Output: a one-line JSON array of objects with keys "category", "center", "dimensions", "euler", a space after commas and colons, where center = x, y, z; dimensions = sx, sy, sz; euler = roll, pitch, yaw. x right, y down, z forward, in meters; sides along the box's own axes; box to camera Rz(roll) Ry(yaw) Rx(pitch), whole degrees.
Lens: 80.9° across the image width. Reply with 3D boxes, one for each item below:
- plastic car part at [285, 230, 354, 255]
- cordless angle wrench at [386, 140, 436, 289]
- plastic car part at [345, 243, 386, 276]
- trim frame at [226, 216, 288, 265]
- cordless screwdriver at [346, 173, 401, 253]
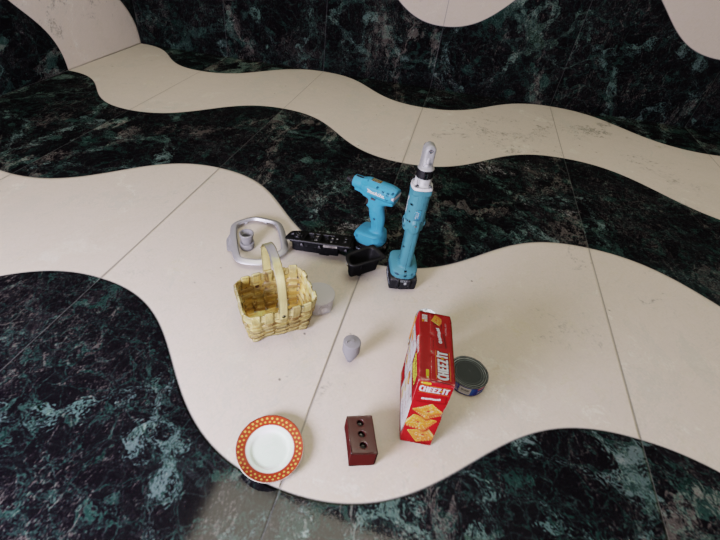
[{"category": "plastic car part", "center": [-0.124, -0.081, 1.268], "dimensions": [0.206, 0.065, 0.067], "euler": [11, 41, 8]}, {"category": "cordless angle wrench", "center": [0.135, -0.127, 1.076], "dimensions": [0.074, 0.412, 0.101], "euler": [4, 41, -5]}, {"category": "plastic car part", "center": [0.004, -0.018, 1.203], "dimensions": [0.113, 0.069, 0.070], "euler": [-21, 47, -27]}, {"category": "trim frame", "center": [-0.319, -0.094, 1.299], "dimensions": [0.181, 0.027, 0.260], "euler": [-8, 42, -13]}, {"category": "cordless screwdriver", "center": [0.021, -0.159, 1.234], "dimensions": [0.166, 0.242, 0.073], "euler": [28, 44, 22]}]
